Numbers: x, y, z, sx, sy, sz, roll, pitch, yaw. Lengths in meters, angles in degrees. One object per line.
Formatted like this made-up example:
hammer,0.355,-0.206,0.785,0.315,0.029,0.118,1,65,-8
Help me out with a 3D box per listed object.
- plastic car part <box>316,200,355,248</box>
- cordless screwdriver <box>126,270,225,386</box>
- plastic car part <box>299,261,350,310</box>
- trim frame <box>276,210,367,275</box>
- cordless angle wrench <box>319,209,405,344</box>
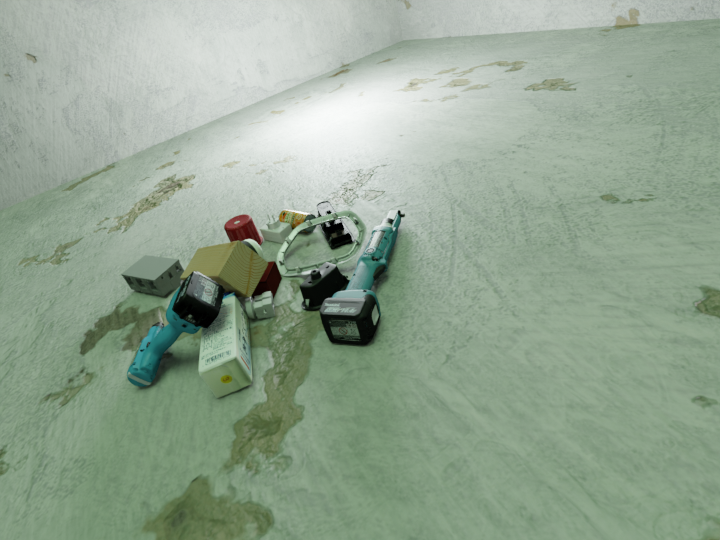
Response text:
plastic car part,-0.081,-0.132,1.126,0.066,0.064,0.212,-28,32,-2
cordless screwdriver,-0.372,0.102,0.848,0.251,0.071,0.165,-44,29,20
plastic car part,-0.082,0.026,0.896,0.070,0.068,0.114,16,44,43
trim frame,-0.100,-0.065,1.018,0.256,0.026,0.189,-12,51,23
cordless angle wrench,0.028,-0.020,0.910,0.101,0.071,0.425,-3,35,22
